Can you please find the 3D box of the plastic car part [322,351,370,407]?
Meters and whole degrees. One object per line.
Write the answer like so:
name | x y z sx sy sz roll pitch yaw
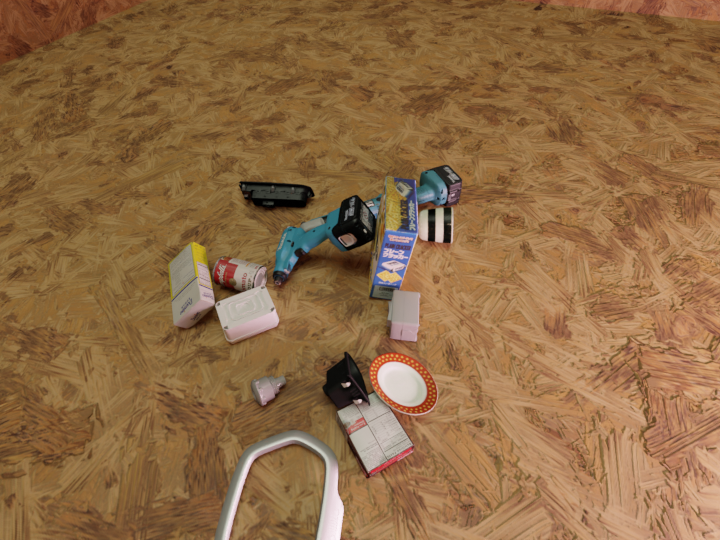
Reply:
plastic car part | -0.033 0.200 0.750 0.071 0.065 0.119 -33 12 -1

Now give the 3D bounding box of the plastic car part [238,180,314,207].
plastic car part | -0.225 -0.201 1.134 0.205 0.064 0.069 0 58 5

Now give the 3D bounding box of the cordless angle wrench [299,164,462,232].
cordless angle wrench | 0.049 -0.163 1.074 0.418 0.071 0.103 -19 50 -9

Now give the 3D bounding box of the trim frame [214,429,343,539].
trim frame | -0.120 0.371 0.643 0.187 0.026 0.253 3 47 9

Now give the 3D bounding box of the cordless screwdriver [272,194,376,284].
cordless screwdriver | -0.091 -0.059 0.927 0.257 0.071 0.162 -19 42 32
